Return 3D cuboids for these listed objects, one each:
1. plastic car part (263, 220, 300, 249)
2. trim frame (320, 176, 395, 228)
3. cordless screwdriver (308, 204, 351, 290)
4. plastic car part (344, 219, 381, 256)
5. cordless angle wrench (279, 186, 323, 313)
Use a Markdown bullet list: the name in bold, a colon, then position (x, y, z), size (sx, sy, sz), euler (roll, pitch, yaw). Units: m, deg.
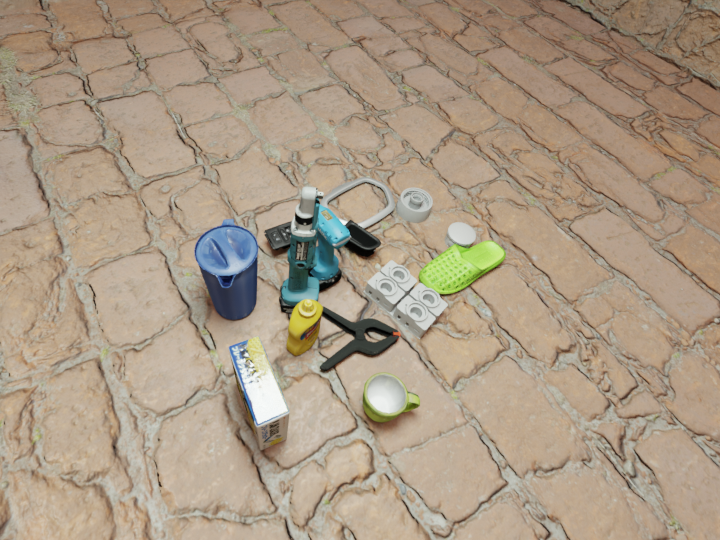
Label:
- **plastic car part**: position (-0.167, -0.105, 1.186), size (0.199, 0.065, 0.069), euler (-25, 63, -22)
- **trim frame**: position (-0.006, -0.210, 1.300), size (0.244, 0.027, 0.192), euler (-35, 65, -26)
- **cordless screwdriver**: position (-0.103, -0.068, 1.057), size (0.073, 0.244, 0.166), euler (-27, 65, -26)
- **plastic car part**: position (-0.005, -0.076, 1.179), size (0.121, 0.069, 0.065), euler (36, 58, 17)
- **cordless angle wrench**: position (-0.127, -0.032, 0.925), size (0.097, 0.414, 0.076), euler (7, 56, -7)
